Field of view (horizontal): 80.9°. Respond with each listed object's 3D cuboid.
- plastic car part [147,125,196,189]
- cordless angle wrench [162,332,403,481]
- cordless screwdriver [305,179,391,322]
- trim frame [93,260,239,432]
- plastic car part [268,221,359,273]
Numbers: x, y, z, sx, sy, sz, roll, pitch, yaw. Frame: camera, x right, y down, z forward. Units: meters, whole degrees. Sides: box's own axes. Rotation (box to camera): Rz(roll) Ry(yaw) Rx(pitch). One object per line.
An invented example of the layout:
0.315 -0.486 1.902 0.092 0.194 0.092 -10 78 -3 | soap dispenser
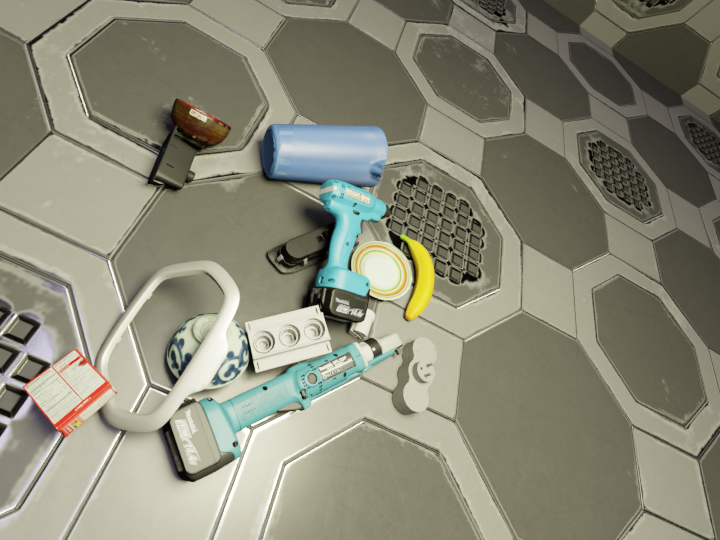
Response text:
-0.336 -0.190 0.771 0.067 0.068 0.119 22 58 -33 | plastic car part
-0.088 0.180 0.670 0.408 0.075 0.100 -19 73 -35 | cordless angle wrench
-0.013 -0.031 0.774 0.151 0.077 0.251 15 75 -37 | cordless screwdriver
-0.268 0.094 0.586 0.192 0.026 0.249 19 69 25 | trim frame
-0.079 -0.052 0.812 0.197 0.068 0.067 -26 86 -32 | plastic car part
